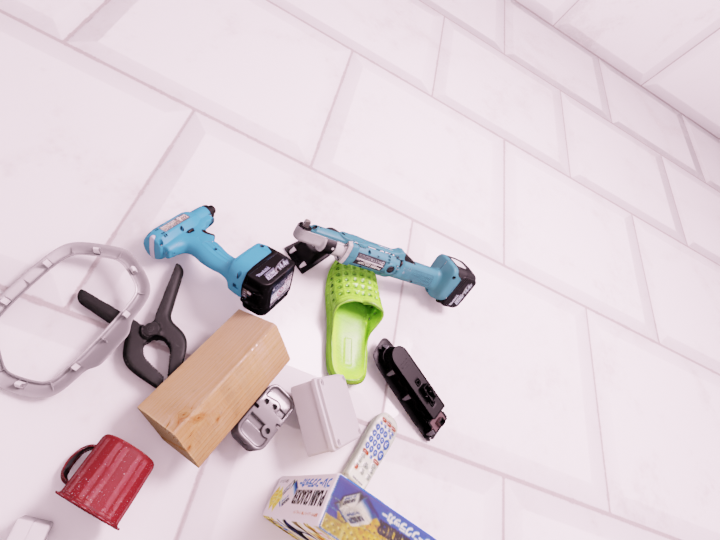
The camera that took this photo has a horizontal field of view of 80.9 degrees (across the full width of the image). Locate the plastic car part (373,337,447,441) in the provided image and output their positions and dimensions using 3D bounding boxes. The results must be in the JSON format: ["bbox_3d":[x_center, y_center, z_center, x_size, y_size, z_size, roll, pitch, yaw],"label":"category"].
[{"bbox_3d":[0.098,0.220,0.800,0.065,0.068,0.205,-34,85,-31],"label":"plastic car part"}]

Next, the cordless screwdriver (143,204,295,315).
[{"bbox_3d":[-0.229,-0.035,0.738,0.255,0.073,0.158,25,39,13],"label":"cordless screwdriver"}]

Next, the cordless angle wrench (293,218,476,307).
[{"bbox_3d":[0.052,-0.019,0.844,0.403,0.098,0.078,17,28,-30],"label":"cordless angle wrench"}]

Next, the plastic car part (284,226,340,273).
[{"bbox_3d":[-0.084,-0.055,0.863,0.114,0.072,0.067,-33,85,-33],"label":"plastic car part"}]

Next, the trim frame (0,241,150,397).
[{"bbox_3d":[-0.434,0.063,0.627,0.185,0.027,0.247,36,63,1],"label":"trim frame"}]
